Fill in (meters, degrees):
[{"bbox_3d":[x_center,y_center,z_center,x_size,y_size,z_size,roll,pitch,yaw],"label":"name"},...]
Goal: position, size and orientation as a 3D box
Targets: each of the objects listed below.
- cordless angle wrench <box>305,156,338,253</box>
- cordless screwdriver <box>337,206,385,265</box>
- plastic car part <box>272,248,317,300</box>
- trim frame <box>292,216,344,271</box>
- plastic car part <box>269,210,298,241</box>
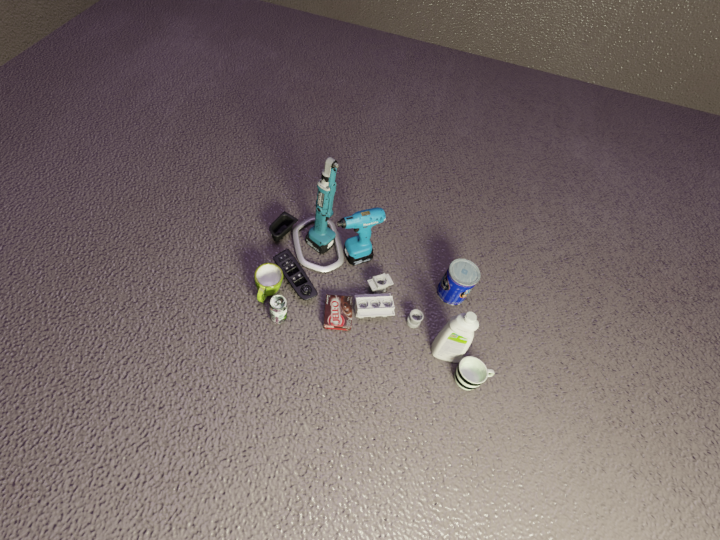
[{"bbox_3d":[-0.119,-0.212,1.396,0.101,0.414,0.073,39,59,15],"label":"cordless angle wrench"},{"bbox_3d":[-0.015,-0.113,1.440,0.156,0.243,0.077,-13,60,-17],"label":"cordless screwdriver"},{"bbox_3d":[-0.221,0.026,1.433,0.065,0.065,0.212,-28,62,-24],"label":"plastic car part"},{"bbox_3d":[-0.152,-0.099,1.550,0.181,0.027,0.259,-9,57,-12],"label":"trim frame"},{"bbox_3d":[-0.290,-0.150,1.547,0.068,0.069,0.116,31,58,13],"label":"plastic car part"}]
